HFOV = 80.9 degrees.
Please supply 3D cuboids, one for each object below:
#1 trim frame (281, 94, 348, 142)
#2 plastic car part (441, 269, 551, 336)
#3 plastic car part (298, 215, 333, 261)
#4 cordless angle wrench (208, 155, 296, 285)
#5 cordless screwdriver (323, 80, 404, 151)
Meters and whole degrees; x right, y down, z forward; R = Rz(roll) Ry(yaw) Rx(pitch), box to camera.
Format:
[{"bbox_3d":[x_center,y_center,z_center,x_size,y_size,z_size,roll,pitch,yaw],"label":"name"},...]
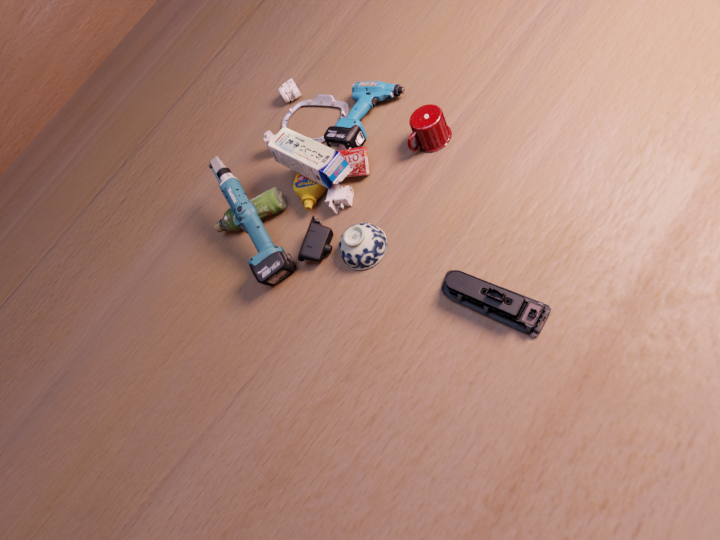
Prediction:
[{"bbox_3d":[-0.149,-0.472,1.317,0.262,0.026,0.184,17,73,36],"label":"trim frame"},{"bbox_3d":[0.243,0.051,0.806,0.215,0.063,0.066,24,84,38],"label":"plastic car part"},{"bbox_3d":[-0.104,-0.068,1.059,0.073,0.063,0.117,12,73,17],"label":"plastic car part"},{"bbox_3d":[-0.312,-0.155,1.138,0.099,0.071,0.439,-37,67,10],"label":"cordless angle wrench"},{"bbox_3d":[0.011,-0.432,1.183,0.167,0.070,0.249,14,68,32],"label":"cordless screwdriver"}]
